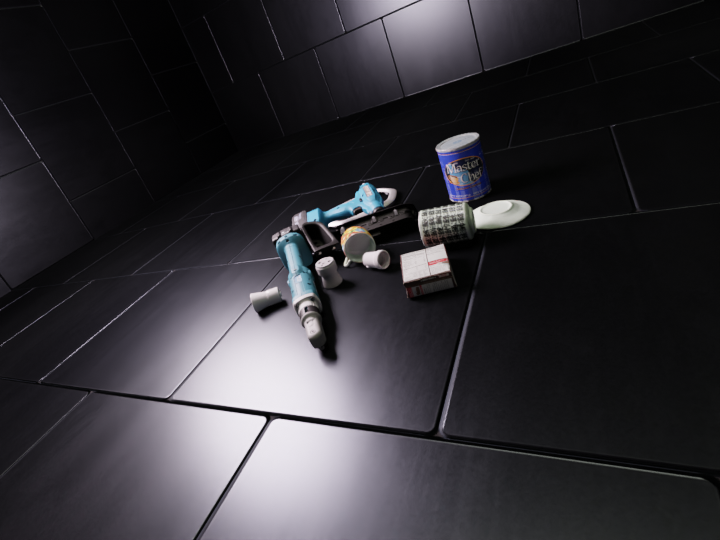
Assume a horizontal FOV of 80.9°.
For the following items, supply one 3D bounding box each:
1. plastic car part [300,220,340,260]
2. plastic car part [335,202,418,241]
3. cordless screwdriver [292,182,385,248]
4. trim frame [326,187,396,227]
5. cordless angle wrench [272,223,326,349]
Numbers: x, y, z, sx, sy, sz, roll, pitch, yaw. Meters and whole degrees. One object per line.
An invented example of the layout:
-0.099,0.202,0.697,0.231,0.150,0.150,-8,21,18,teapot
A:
-0.103,-0.067,1.055,0.065,0.068,0.123,-21,41,-16,plastic car part
0.046,-0.106,1.026,0.204,0.063,0.070,-21,35,5,plastic car part
-0.056,-0.137,1.121,0.250,0.071,0.166,-25,35,6,cordless screwdriver
-0.006,-0.185,1.249,0.247,0.026,0.192,-28,28,-6,trim frame
-0.126,0.022,0.899,0.074,0.094,0.440,-26,30,-1,cordless angle wrench
